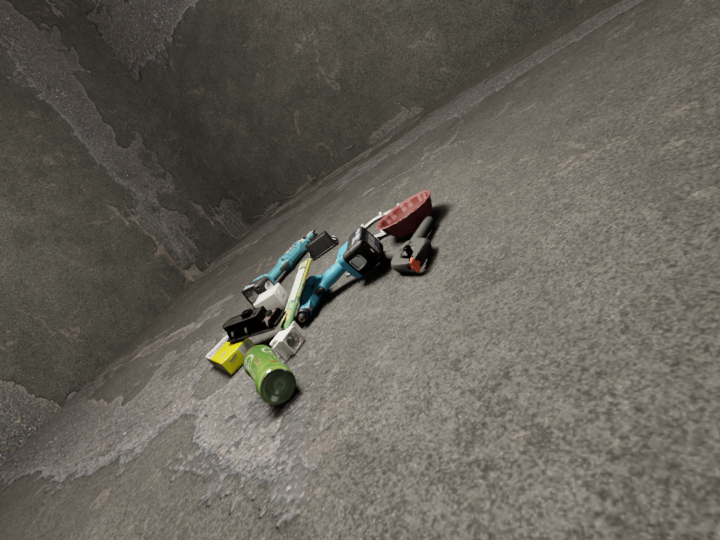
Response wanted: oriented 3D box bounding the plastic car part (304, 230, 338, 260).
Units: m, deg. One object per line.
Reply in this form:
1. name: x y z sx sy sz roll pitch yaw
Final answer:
1. plastic car part: -0.140 -0.091 1.429 0.117 0.069 0.067 -33 15 7

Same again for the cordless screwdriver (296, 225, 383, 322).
1. cordless screwdriver: -0.059 0.016 0.998 0.252 0.072 0.161 -40 18 28

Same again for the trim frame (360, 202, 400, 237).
1. trim frame: 0.058 -0.134 1.234 0.257 0.027 0.183 -16 29 44

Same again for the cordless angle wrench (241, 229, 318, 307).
1. cordless angle wrench: -0.266 -0.030 1.524 0.101 0.072 0.421 -24 21 39

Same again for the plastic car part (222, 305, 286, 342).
1. plastic car part: -0.279 0.132 1.052 0.209 0.064 0.067 -25 28 37
